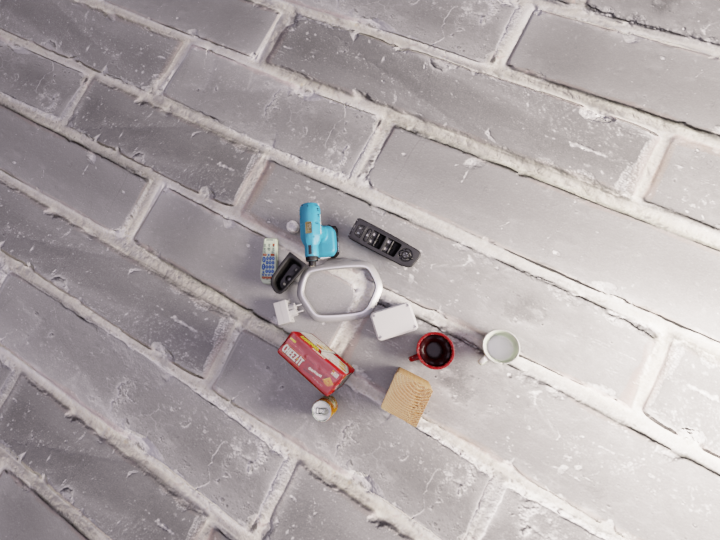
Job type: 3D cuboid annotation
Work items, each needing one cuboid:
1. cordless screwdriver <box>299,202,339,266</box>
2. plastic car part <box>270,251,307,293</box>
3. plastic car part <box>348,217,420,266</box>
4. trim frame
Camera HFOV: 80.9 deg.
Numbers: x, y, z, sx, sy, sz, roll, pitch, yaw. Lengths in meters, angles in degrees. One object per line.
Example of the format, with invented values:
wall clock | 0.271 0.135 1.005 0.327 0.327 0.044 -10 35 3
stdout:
cordless screwdriver | -0.111 -0.073 1.140 0.075 0.242 0.161 -5 79 6
plastic car part | -0.210 0.015 1.231 0.068 0.069 0.116 37 87 14
plastic car part | 0.069 -0.071 1.194 0.209 0.065 0.066 29 85 15
trim frame | -0.061 0.054 1.214 0.252 0.027 0.187 -7 77 10
